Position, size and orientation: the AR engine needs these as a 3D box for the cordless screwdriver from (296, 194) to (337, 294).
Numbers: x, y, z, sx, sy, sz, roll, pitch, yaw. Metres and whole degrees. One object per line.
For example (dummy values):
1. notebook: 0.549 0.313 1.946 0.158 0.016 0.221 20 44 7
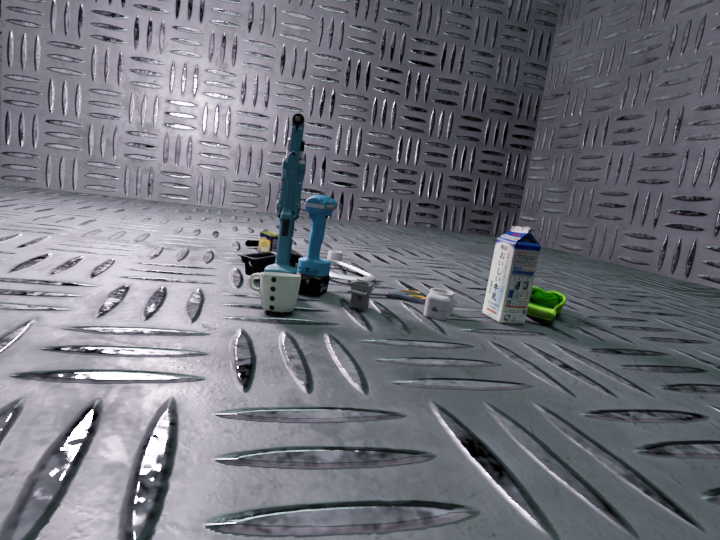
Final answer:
1. cordless screwdriver: -0.107 -0.070 1.090 0.076 0.247 0.156 10 9 13

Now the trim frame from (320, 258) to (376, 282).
1. trim frame: -0.063 0.001 1.332 0.176 0.027 0.262 -2 14 -39

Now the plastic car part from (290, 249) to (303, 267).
1. plastic car part: -0.228 -0.041 1.339 0.065 0.066 0.209 5 11 -16

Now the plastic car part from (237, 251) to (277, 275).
1. plastic car part: -0.270 -0.012 1.151 0.069 0.070 0.111 15 13 37

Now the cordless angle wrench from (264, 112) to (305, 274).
1. cordless angle wrench: -0.166 -0.143 0.973 0.074 0.420 0.099 8 8 -4
